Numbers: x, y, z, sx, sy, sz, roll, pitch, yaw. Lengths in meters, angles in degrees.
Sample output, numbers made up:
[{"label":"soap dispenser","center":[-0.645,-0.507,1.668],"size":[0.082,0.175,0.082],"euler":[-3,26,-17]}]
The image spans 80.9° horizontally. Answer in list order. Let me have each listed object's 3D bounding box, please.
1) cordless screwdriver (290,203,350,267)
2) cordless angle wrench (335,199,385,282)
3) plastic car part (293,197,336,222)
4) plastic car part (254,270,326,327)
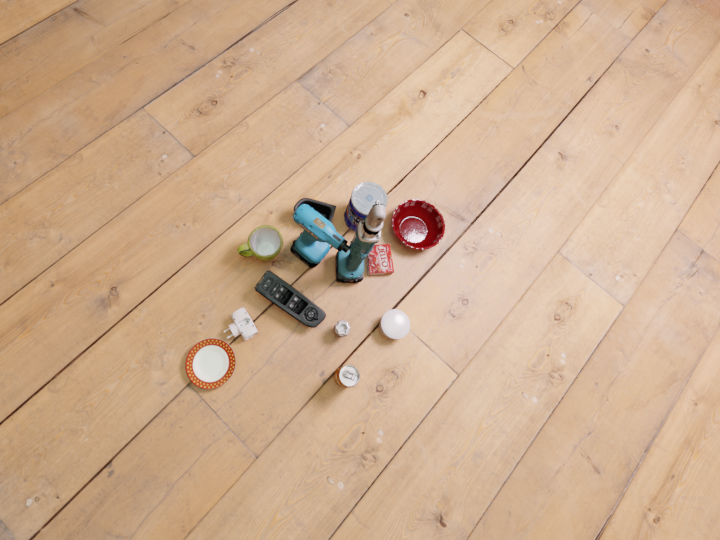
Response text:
[{"label":"cordless screwdriver","center":[-0.109,-0.072,1.120],"size":[0.161,0.247,0.074],"euler":[39,71,4]},{"label":"cordless angle wrench","center":[0.001,-0.061,1.035],"size":[0.073,0.420,0.100],"euler":[1,74,-10]},{"label":"plastic car part","center":[-0.138,-0.167,1.243],"size":[0.116,0.070,0.066],"euler":[17,71,-1]},{"label":"plastic car part","center":[-0.190,0.086,1.153],"size":[0.205,0.066,0.066],"euler":[34,71,6]}]
